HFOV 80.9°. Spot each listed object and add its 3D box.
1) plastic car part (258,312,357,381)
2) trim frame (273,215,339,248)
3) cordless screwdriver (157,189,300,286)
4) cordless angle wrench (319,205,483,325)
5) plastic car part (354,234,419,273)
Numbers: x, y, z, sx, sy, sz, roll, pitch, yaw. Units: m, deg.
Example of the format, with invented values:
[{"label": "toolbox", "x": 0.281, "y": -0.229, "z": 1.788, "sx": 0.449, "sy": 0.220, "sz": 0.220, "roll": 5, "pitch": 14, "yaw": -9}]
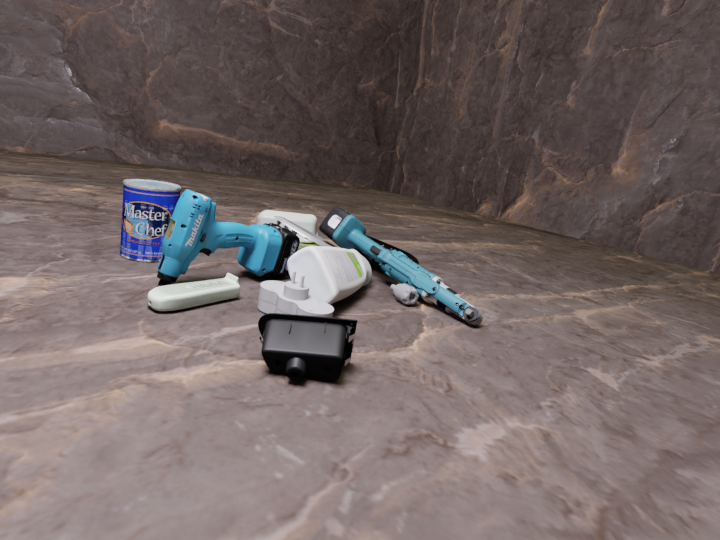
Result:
[{"label": "plastic car part", "x": -0.064, "y": 0.094, "z": 0.483, "sx": 0.116, "sy": 0.064, "sz": 0.073, "roll": 5, "pitch": 29, "yaw": -4}, {"label": "trim frame", "x": -0.090, "y": -0.059, "z": 0.920, "sx": 0.195, "sy": 0.027, "sz": 0.234, "roll": 31, "pitch": 1, "yaw": 39}, {"label": "cordless screwdriver", "x": -0.228, "y": -0.031, "z": 0.740, "sx": 0.079, "sy": 0.159, "sz": 0.235, "roll": 25, "pitch": 5, "yaw": 37}, {"label": "cordless angle wrench", "x": 0.070, "y": -0.013, "z": 0.863, "sx": 0.448, "sy": 0.074, "sz": 0.092, "roll": 37, "pitch": -1, "yaw": 43}, {"label": "plastic car part", "x": 0.050, "y": -0.029, "z": 0.982, "sx": 0.064, "sy": 0.065, "sz": 0.215, "roll": -16, "pitch": 28, "yaw": -40}]
